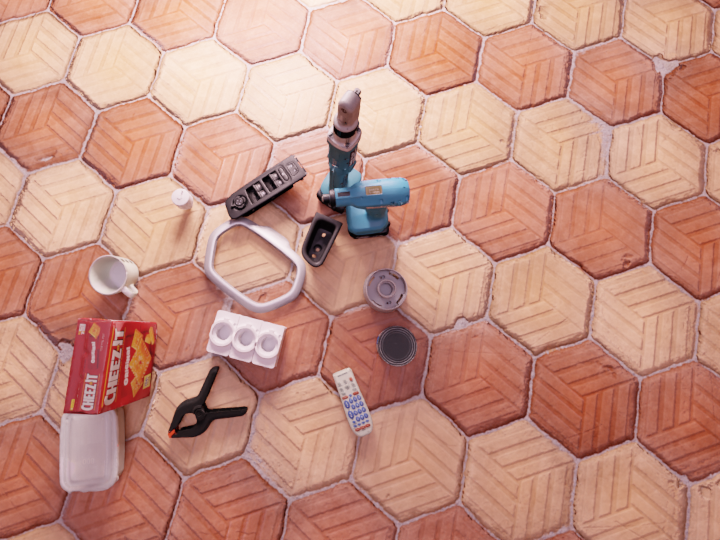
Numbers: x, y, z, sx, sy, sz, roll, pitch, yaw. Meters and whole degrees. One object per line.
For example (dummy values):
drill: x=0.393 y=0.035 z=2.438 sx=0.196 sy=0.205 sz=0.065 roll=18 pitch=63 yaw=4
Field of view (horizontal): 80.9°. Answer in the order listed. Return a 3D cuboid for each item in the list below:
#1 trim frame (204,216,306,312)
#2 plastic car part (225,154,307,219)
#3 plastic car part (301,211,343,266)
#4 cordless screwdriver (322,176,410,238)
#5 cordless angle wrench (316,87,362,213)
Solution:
trim frame: x=-0.243 y=-0.015 z=0.969 sx=0.252 sy=0.027 sz=0.184 roll=35 pitch=81 yaw=7
plastic car part: x=-0.222 y=-0.186 z=0.984 sx=0.202 sy=0.066 sz=0.067 roll=-33 pitch=83 yaw=-6
plastic car part: x=-0.093 y=-0.061 z=0.955 sx=0.066 sy=0.070 sz=0.117 roll=23 pitch=80 yaw=2
cordless screwdriver: x=0.001 y=-0.126 z=0.878 sx=0.159 sy=0.247 sz=0.075 roll=-5 pitch=82 yaw=-4
cordless angle wrench: x=-0.035 y=-0.214 z=0.808 sx=0.075 sy=0.420 sz=0.098 roll=34 pitch=81 yaw=1
